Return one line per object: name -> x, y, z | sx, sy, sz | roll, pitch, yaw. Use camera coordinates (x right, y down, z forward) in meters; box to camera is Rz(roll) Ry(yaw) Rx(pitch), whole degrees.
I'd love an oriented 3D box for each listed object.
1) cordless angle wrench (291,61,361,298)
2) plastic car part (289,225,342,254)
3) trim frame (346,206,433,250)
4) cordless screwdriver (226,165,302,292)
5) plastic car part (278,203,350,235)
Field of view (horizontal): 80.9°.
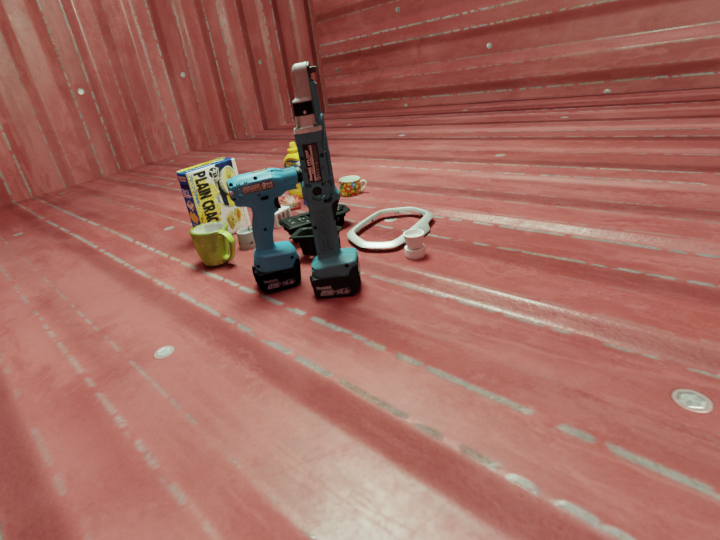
cordless angle wrench -> -0.073, -0.150, 0.766 | 0.099, 0.411, 0.075 | -5, 24, 7
plastic car part -> -0.096, -0.063, 0.986 | 0.121, 0.069, 0.065 | 2, 27, 23
trim frame -> 0.077, -0.109, 1.060 | 0.194, 0.027, 0.243 | 11, 33, 36
cordless screwdriver -> -0.168, -0.087, 0.867 | 0.157, 0.241, 0.078 | -15, 25, -13
plastic car part -> -0.112, -0.128, 1.123 | 0.198, 0.065, 0.070 | -25, 29, -28
